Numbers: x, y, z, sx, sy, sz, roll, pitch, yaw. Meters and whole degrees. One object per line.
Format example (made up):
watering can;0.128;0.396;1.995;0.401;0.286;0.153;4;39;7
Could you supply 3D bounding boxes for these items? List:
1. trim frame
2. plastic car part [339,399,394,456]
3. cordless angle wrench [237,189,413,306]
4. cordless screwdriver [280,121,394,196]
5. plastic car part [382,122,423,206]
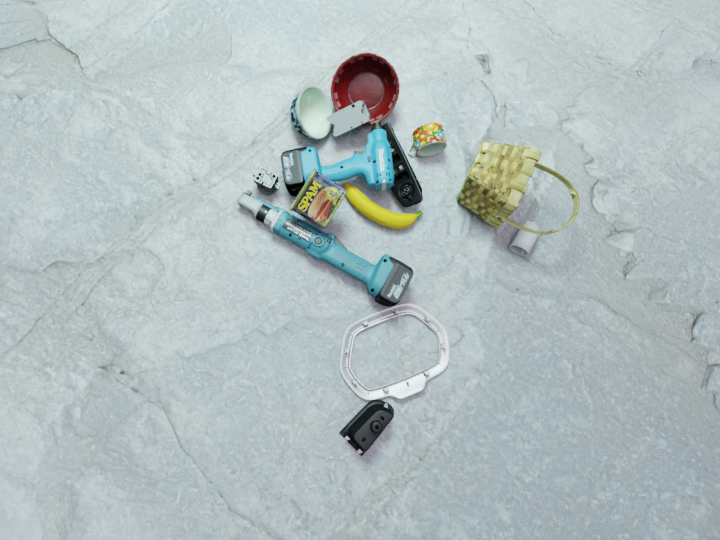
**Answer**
trim frame;0.075;0.177;0.915;0.246;0.027;0.187;-19;80;-9
plastic car part;0.022;0.317;0.858;0.066;0.071;0.116;44;82;2
cordless angle wrench;-0.092;-0.060;0.941;0.428;0.073;0.098;29;78;6
cordless screwdriver;-0.054;-0.254;0.963;0.251;0.072;0.162;-5;76;5
plastic car part;0.089;-0.240;0.992;0.068;0.064;0.207;-29;75;26
